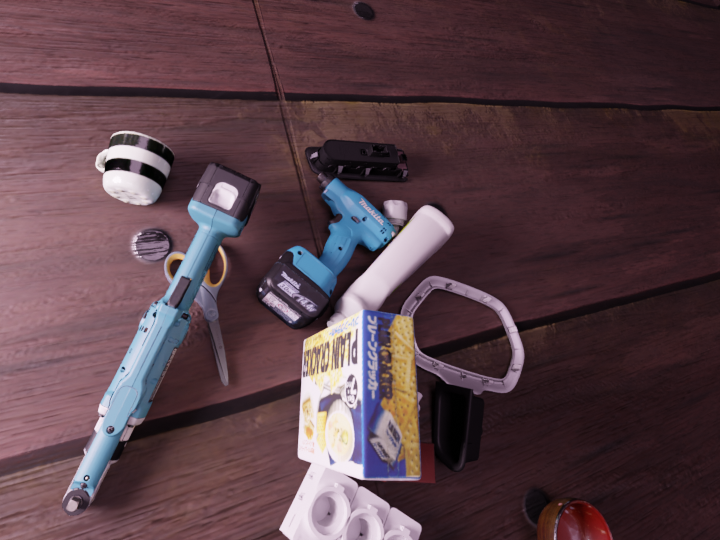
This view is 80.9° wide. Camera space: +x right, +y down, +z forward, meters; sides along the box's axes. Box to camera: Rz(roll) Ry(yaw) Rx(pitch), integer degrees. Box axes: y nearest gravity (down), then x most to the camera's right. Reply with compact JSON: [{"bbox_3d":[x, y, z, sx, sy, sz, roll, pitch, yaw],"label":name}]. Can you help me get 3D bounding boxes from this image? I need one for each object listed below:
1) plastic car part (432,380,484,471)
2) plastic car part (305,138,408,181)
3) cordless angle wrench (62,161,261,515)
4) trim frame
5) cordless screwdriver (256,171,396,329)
[{"bbox_3d":[0.154,0.232,0.634,0.067,0.069,0.117,11,79,-35],"label":"plastic car part"},{"bbox_3d":[0.003,-0.198,0.751,0.197,0.068,0.067,-4,80,-21],"label":"plastic car part"},{"bbox_3d":[-0.241,0.068,0.520,0.073,0.099,0.426,24,72,-12],"label":"cordless angle wrench"},{"bbox_3d":[0.178,0.109,0.713,0.242,0.028,0.187,21,64,-15],"label":"trim frame"},{"bbox_3d":[-0.064,-0.042,0.653,0.159,0.075,0.246,42,56,-2],"label":"cordless screwdriver"}]
